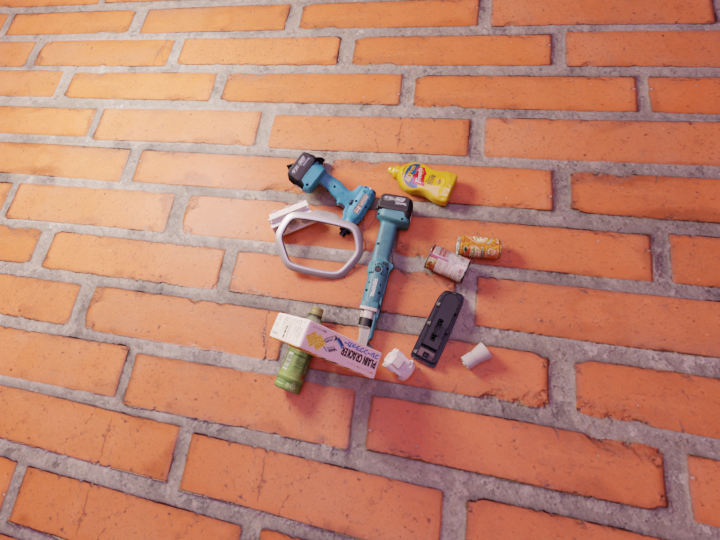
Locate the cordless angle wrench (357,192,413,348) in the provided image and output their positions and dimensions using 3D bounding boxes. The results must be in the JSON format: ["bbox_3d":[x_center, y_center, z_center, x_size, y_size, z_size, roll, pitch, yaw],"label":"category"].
[{"bbox_3d":[0.051,0.002,1.126,0.100,0.072,0.426,11,74,13],"label":"cordless angle wrench"}]

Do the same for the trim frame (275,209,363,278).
[{"bbox_3d":[-0.115,-0.075,1.175,0.251,0.027,0.184,11,91,5],"label":"trim frame"}]

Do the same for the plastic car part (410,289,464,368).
[{"bbox_3d":[0.195,0.135,1.053,0.069,0.064,0.203,23,73,22],"label":"plastic car part"}]

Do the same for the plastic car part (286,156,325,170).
[{"bbox_3d":[-0.159,-0.297,1.287,0.117,0.065,0.071,-12,84,1],"label":"plastic car part"}]

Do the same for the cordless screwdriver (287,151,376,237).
[{"bbox_3d":[-0.097,-0.218,1.212,0.251,0.074,0.159,32,88,4],"label":"cordless screwdriver"}]
